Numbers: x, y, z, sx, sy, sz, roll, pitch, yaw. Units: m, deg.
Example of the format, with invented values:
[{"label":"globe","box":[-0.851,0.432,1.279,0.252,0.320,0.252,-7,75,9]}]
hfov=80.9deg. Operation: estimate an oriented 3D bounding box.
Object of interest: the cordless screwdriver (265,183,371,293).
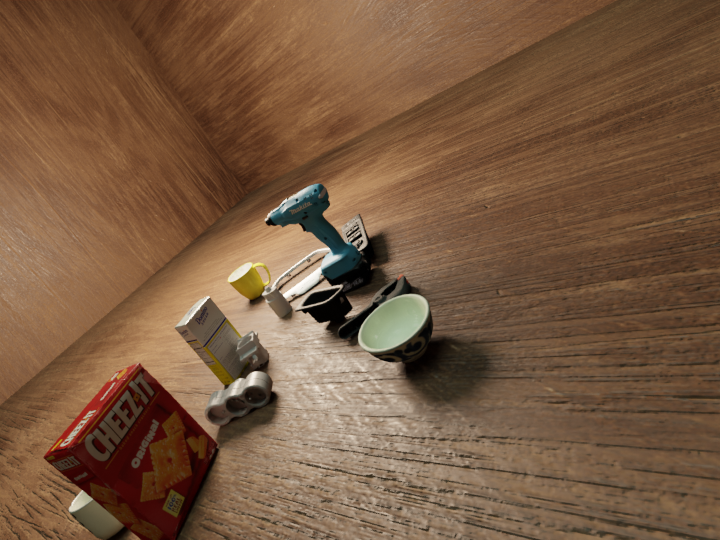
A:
[{"label":"cordless screwdriver","box":[-0.093,-0.061,0.950,0.163,0.241,0.075,-24,21,26]}]

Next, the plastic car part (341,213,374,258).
[{"label":"plastic car part","box":[-0.005,-0.076,1.089,0.067,0.065,0.208,-31,23,8]}]

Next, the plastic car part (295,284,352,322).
[{"label":"plastic car part","box":[-0.065,0.076,0.864,0.121,0.068,0.065,-12,29,43]}]

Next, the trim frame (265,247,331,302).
[{"label":"trim frame","box":[-0.161,0.013,1.174,0.248,0.026,0.191,-36,23,-3]}]
